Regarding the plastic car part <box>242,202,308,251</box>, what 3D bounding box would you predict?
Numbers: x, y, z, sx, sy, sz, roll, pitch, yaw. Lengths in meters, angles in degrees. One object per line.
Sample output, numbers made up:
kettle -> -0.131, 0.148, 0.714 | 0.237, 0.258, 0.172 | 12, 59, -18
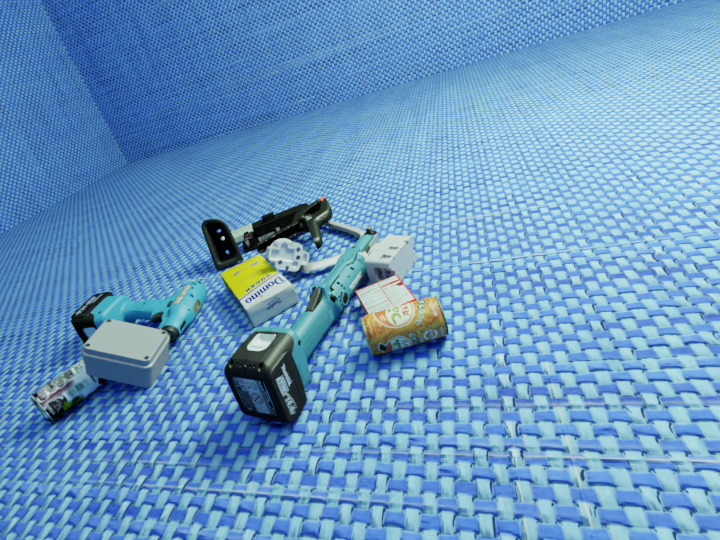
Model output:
plastic car part -> -0.199, -0.114, 1.033 | 0.202, 0.065, 0.068 | -19, 21, -4

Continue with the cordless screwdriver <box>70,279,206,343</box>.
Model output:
cordless screwdriver -> -0.430, 0.095, 0.810 | 0.253, 0.072, 0.162 | -10, 30, 10

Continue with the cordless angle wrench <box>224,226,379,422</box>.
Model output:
cordless angle wrench -> -0.048, 0.043, 0.660 | 0.077, 0.095, 0.420 | -4, 29, 27

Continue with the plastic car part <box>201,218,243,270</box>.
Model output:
plastic car part -> -0.324, -0.067, 0.990 | 0.065, 0.116, 0.072 | -22, 3, -7

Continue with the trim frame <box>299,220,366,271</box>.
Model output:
trim frame -> -0.088, -0.058, 0.903 | 0.181, 0.026, 0.262 | -36, 31, -24
